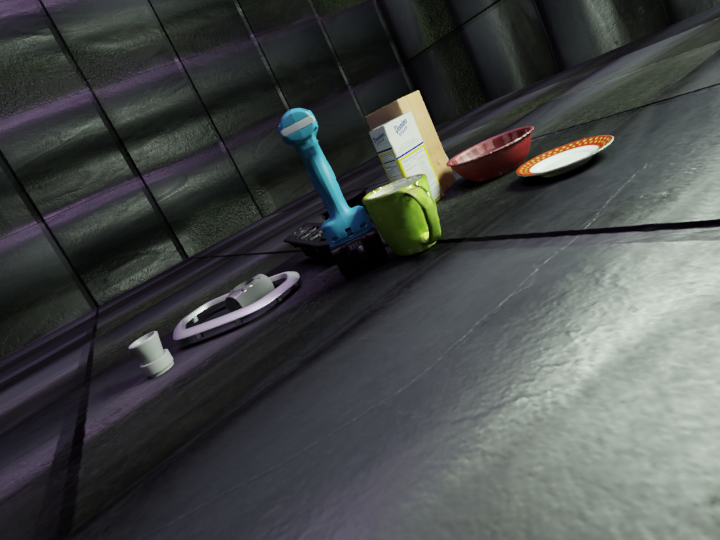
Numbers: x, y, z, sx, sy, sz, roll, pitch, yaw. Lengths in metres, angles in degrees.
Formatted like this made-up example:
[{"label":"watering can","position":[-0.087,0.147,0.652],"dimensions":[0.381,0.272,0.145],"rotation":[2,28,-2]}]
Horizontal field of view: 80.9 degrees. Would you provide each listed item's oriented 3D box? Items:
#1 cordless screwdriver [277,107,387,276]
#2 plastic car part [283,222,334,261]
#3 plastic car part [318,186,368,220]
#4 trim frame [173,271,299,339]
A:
[{"label":"cordless screwdriver","position":[-0.048,-0.123,0.646],"dimensions":[0.074,0.244,0.162],"rotation":[-26,12,2]},{"label":"plastic car part","position":[-0.077,-0.050,0.787],"dimensions":[0.065,0.065,0.211],"rotation":[-32,16,-22]},{"label":"plastic car part","position":[-0.023,-0.129,0.942],"dimensions":[0.119,0.069,0.066],"rotation":[-21,14,21]},{"label":"trim frame","position":[-0.215,0.060,0.732],"dimensions":[0.252,0.027,0.185],"rotation":[-23,16,14]}]
